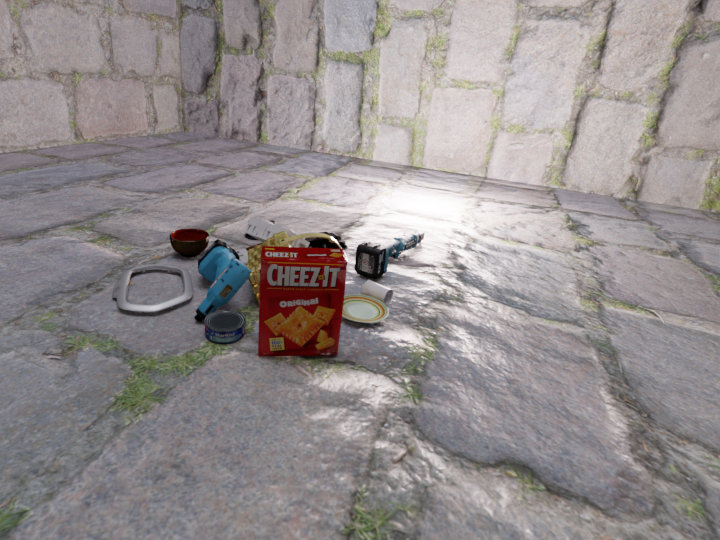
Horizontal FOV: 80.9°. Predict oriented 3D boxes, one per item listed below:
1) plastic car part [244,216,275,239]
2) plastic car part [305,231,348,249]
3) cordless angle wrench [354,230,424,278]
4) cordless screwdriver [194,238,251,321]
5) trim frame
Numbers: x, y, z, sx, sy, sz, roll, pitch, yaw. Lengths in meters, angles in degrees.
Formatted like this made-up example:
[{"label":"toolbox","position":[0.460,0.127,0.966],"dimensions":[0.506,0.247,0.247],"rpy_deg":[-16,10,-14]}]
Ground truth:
[{"label":"plastic car part","position":[-0.331,-0.143,1.427],"dimensions":[0.114,0.070,0.068],"rpy_deg":[3,22,-13]},{"label":"plastic car part","position":[-0.133,-0.087,1.357],"dimensions":[0.196,0.065,0.070],"rpy_deg":[-16,38,-33]},{"label":"cordless angle wrench","position":[0.118,-0.077,1.350],"dimensions":[0.078,0.096,0.410],"rpy_deg":[15,22,27]},{"label":"cordless screwdriver","position":[-0.350,0.020,1.023],"dimensions":[0.071,0.159,0.260],"rpy_deg":[41,-3,-29]},{"label":"trim frame","position":[-0.511,0.040,1.042],"dimensions":[0.178,0.027,0.262],"rpy_deg":[-5,28,-23]}]
